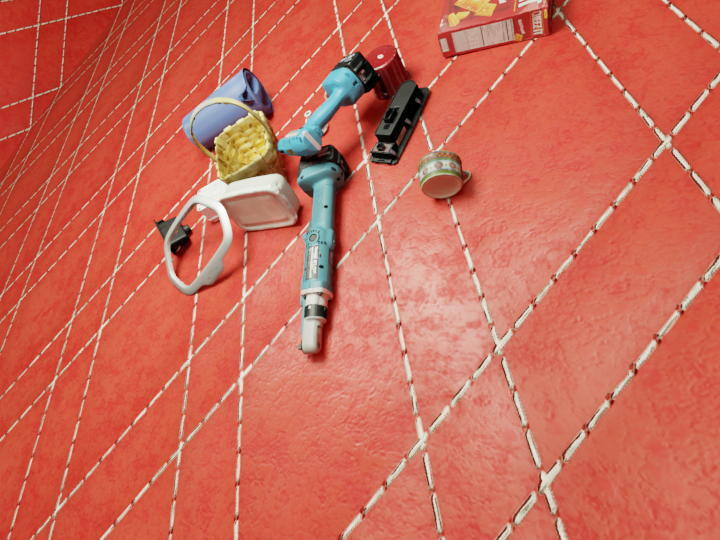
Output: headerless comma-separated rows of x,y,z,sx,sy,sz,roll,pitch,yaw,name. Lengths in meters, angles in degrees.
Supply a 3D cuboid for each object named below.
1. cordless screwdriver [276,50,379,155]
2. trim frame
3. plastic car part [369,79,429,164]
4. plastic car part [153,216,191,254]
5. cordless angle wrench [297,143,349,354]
-0.080,-0.343,0.902,0.248,0.071,0.167,-55,32,-12,cordless screwdriver
-0.369,-0.056,0.950,0.250,0.026,0.191,-46,67,24,trim frame
0.077,-0.319,0.883,0.070,0.063,0.203,13,67,42,plastic car part
-0.467,-0.094,1.072,0.070,0.063,0.123,-37,52,-13,plastic car part
-0.079,-0.052,0.810,0.101,0.070,0.433,-13,59,24,cordless angle wrench
